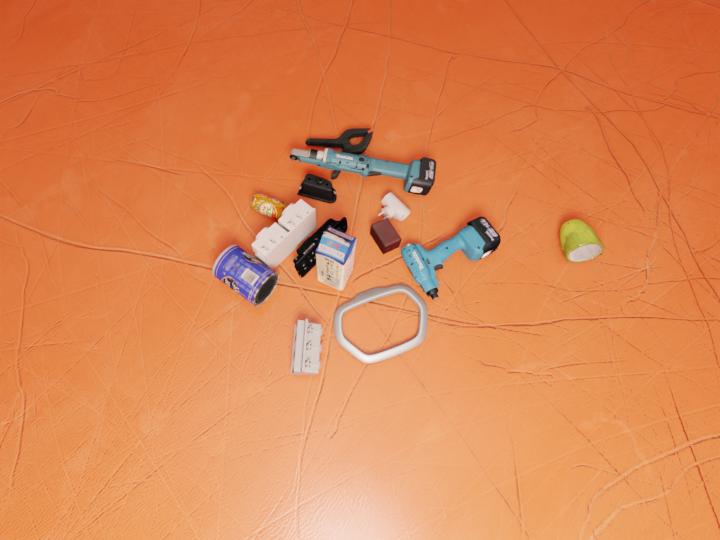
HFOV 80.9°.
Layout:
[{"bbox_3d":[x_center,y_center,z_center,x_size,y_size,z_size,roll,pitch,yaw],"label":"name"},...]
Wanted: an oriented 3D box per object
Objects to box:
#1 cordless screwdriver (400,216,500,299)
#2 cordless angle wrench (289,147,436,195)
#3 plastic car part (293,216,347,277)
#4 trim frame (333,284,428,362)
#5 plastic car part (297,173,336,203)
[{"bbox_3d":[0.250,-0.034,1.122,0.247,0.072,0.165,-23,67,-6],"label":"cordless screwdriver"},{"bbox_3d":[0.002,-0.308,1.239,0.424,0.073,0.099,11,69,2],"label":"cordless angle wrench"},{"bbox_3d":[-0.113,-0.074,1.159,0.201,0.063,0.071,-43,47,-16],"label":"plastic car part"},{"bbox_3d":[0.053,0.129,1.072,0.246,0.027,0.191,-21,67,-7],"label":"trim frame"},{"bbox_3d":[-0.123,-0.247,1.233,0.119,0.069,0.066,18,67,11],"label":"plastic car part"}]
